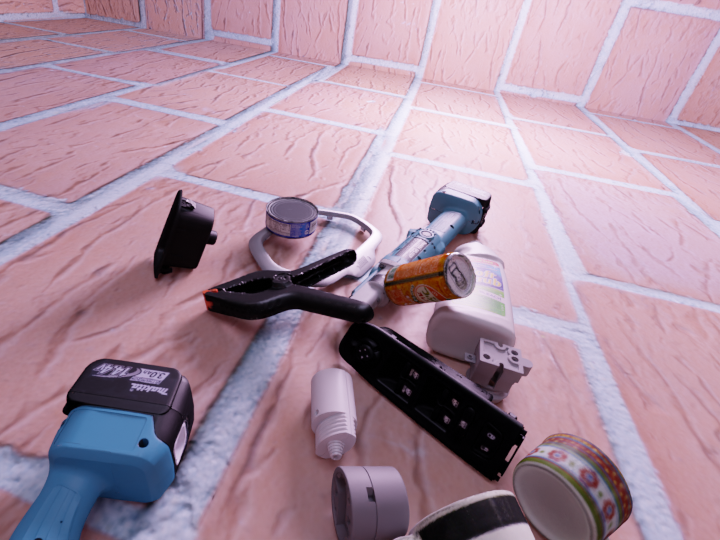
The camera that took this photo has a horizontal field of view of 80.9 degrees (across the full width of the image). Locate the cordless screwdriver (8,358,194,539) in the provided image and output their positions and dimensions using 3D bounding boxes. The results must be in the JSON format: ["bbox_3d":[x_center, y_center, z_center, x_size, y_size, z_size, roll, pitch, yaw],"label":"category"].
[{"bbox_3d":[-0.179,0.186,0.284,0.160,0.072,0.253,10,38,1],"label":"cordless screwdriver"}]

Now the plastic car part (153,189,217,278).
[{"bbox_3d":[-0.238,-0.047,0.589,0.067,0.116,0.069,18,25,-35],"label":"plastic car part"}]

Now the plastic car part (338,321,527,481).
[{"bbox_3d":[0.069,0.116,0.447,0.213,0.065,0.065,29,28,28],"label":"plastic car part"}]

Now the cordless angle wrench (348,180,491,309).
[{"bbox_3d":[0.098,-0.038,0.676,0.102,0.072,0.415,25,40,22],"label":"cordless angle wrench"}]

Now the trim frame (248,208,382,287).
[{"bbox_3d":[-0.067,-0.044,0.685,0.192,0.027,0.244,22,35,21],"label":"trim frame"}]
